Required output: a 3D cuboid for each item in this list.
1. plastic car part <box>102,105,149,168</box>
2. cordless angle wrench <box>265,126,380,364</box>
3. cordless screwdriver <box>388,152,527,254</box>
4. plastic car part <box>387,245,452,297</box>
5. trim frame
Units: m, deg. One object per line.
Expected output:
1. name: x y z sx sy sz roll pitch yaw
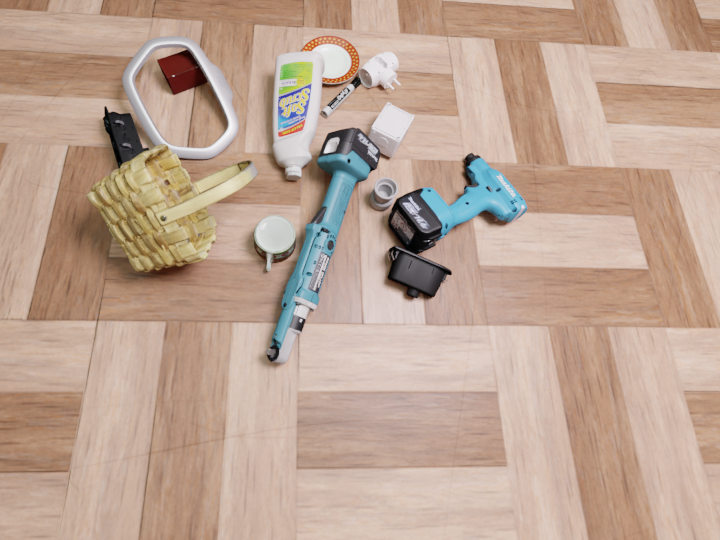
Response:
1. plastic car part: -0.427 -0.221 0.780 0.065 0.066 0.208 -23 73 -24
2. cordless angle wrench: -0.072 -0.047 0.732 0.078 0.092 0.426 2 68 43
3. cordless screwdriver: 0.168 -0.134 0.786 0.243 0.073 0.166 -20 64 -18
4. plastic car part: 0.096 0.010 0.743 0.117 0.066 0.071 26 85 0
5. trim frame: -0.339 -0.329 0.810 0.182 0.028 0.247 -29 92 -10
